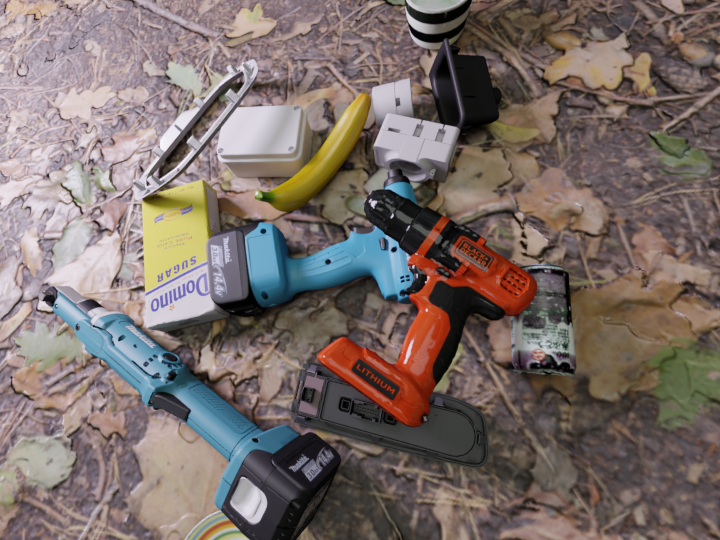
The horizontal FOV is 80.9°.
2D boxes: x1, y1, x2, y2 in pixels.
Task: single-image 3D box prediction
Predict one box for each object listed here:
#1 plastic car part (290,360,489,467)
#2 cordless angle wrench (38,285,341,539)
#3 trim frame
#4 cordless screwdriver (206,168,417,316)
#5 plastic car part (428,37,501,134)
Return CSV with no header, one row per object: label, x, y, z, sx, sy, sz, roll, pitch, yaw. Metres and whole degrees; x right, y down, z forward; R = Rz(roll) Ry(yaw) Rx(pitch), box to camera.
plastic car part,0.027,0.142,0.424,0.208,0.065,0.067,11,68,12
cordless angle wrench,-0.222,0.122,0.472,0.441,0.094,0.074,28,97,23
trim frame,-0.222,-0.193,0.564,0.194,0.026,0.248,19,73,52
cordless screwdriver,-0.048,-0.031,0.491,0.251,0.072,0.163,-7,71,5
plastic car part,0.135,-0.220,0.525,0.070,0.065,0.119,-9,74,-8
